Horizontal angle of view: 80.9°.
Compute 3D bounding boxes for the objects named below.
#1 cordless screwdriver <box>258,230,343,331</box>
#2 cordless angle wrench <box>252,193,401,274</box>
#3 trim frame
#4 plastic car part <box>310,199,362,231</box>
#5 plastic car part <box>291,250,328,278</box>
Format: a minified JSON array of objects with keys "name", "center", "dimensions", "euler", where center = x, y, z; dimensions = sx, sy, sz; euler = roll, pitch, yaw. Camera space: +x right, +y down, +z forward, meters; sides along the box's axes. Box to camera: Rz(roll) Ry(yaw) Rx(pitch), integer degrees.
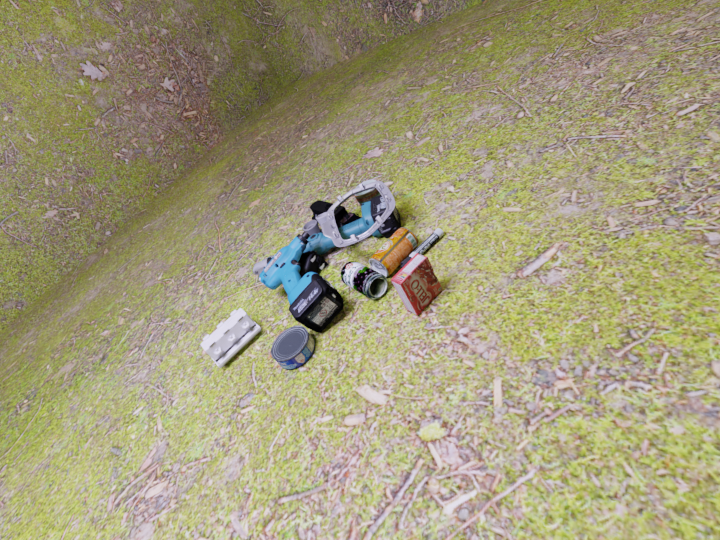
[{"name":"cordless screwdriver","center":[-0.124,0.012,0.928],"dimensions":[0.159,0.070,0.263],"euler":[-51,39,-1]},{"name":"cordless angle wrench","center":[-0.106,-0.069,1.084],"dimensions":[0.433,0.071,0.100],"euler":[-21,34,22]},{"name":"trim frame","center":[-0.011,-0.140,1.001],"dimensions":[0.186,0.026,0.258],"euler":[-33,34,11]},{"name":"plastic car part","center":[-0.085,-0.159,1.190],"dimensions":[0.066,0.064,0.214],"euler":[-49,33,-13]},{"name":"plastic car part","center":[-0.149,0.002,1.039],"dimensions":[0.121,0.062,0.072],"euler":[-13,50,33]}]
